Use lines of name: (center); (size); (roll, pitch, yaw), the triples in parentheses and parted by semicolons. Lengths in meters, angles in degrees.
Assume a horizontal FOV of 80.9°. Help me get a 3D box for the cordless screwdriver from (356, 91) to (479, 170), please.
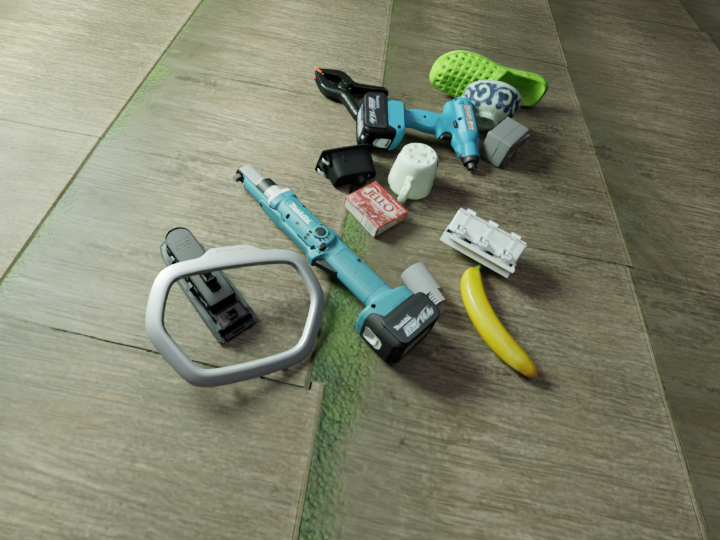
cordless screwdriver: (0.119, -0.275, 0.849); (0.244, 0.074, 0.162); (-2, 72, -11)

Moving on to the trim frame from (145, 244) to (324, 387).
trim frame: (-0.160, 0.053, 0.577); (0.240, 0.028, 0.187); (-10, 79, -26)

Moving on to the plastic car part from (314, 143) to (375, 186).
plastic car part: (-0.016, -0.190, 0.790); (0.113, 0.066, 0.072); (-13, 75, -20)

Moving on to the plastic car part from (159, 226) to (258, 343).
plastic car part: (-0.236, 0.007, 0.624); (0.065, 0.065, 0.212); (-35, 64, -20)

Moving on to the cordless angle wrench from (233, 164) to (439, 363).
cordless angle wrench: (-0.066, -0.043, 0.674); (0.096, 0.072, 0.441); (-33, 63, -27)
